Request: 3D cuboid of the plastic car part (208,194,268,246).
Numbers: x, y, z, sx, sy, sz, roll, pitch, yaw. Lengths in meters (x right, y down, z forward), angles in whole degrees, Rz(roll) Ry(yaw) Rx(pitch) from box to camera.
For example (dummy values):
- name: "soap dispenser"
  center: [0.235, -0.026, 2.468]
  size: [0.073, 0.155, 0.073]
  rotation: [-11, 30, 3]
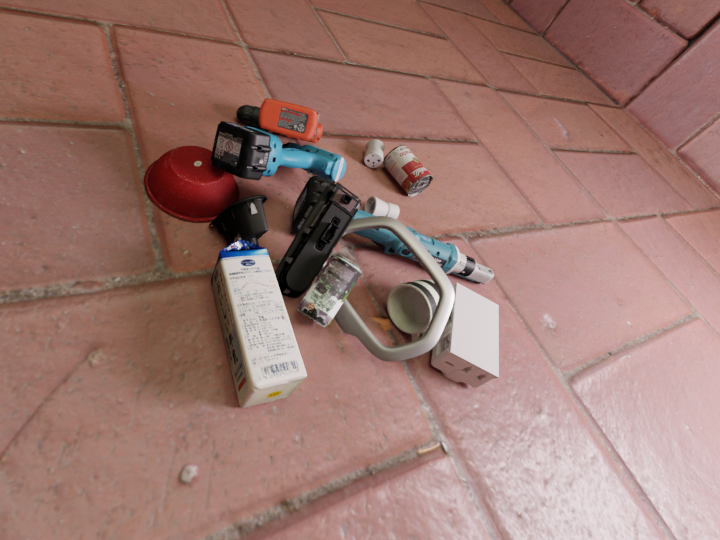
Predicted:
- name: "plastic car part"
  center: [-0.182, -0.066, 0.662]
  size: [0.063, 0.120, 0.071]
  rotation: [-15, 88, -37]

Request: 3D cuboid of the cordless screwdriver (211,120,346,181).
- name: "cordless screwdriver"
  center: [-0.156, -0.214, 0.767]
  size: [0.168, 0.073, 0.238]
  rotation: [29, 22, 32]

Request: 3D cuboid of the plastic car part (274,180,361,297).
- name: "plastic car part"
  center: [-0.065, -0.043, 0.665]
  size: [0.063, 0.070, 0.203]
  rotation: [35, 86, -25]

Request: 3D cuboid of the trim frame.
- name: "trim frame"
  center: [0.031, 0.022, 0.673]
  size: [0.184, 0.027, 0.257]
  rotation: [-37, 72, -1]

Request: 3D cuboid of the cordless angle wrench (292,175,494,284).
- name: "cordless angle wrench"
  center: [0.080, -0.053, 0.797]
  size: [0.410, 0.098, 0.076]
  rotation: [20, 44, -17]
